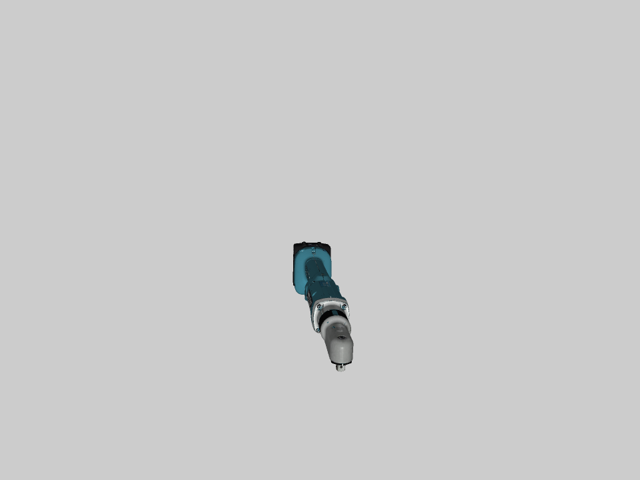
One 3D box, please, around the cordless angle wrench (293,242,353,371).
[{"bbox_3d":[0.002,0.086,0.681,0.074,0.098,0.422,1,11,-7],"label":"cordless angle wrench"}]
